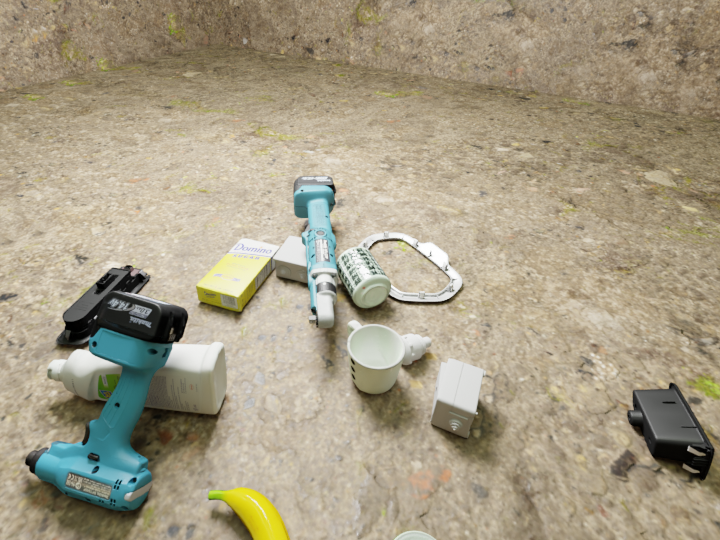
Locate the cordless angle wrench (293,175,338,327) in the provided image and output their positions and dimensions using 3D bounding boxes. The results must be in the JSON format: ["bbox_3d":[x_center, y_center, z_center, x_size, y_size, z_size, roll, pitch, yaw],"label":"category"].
[{"bbox_3d":[-0.081,-0.053,0.827,0.097,0.072,0.439,-3,40,-7],"label":"cordless angle wrench"}]

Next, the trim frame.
[{"bbox_3d":[0.096,-0.016,0.895,0.179,0.027,0.263,-19,40,-25],"label":"trim frame"}]

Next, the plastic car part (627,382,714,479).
[{"bbox_3d":[0.416,0.212,0.585,0.072,0.063,0.118,-5,32,13],"label":"plastic car part"}]

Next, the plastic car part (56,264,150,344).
[{"bbox_3d":[-0.467,0.051,0.770,0.067,0.065,0.206,13,41,2],"label":"plastic car part"}]

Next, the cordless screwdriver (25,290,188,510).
[{"bbox_3d":[-0.320,0.152,0.534,0.162,0.072,0.250,8,80,10],"label":"cordless screwdriver"}]
